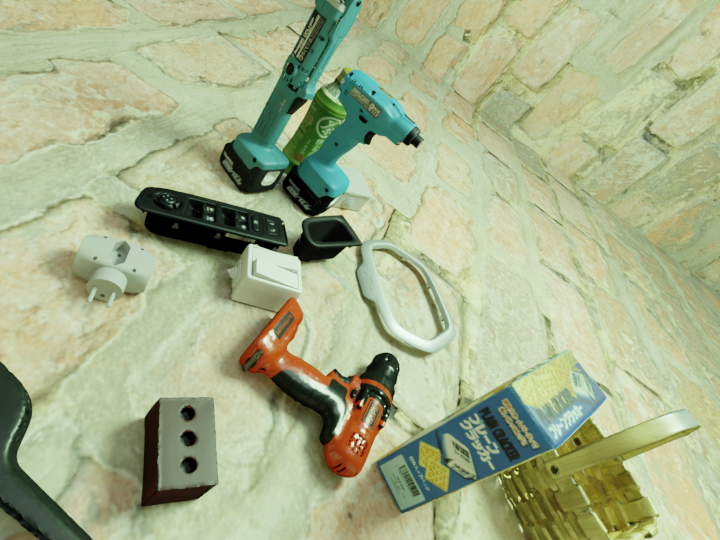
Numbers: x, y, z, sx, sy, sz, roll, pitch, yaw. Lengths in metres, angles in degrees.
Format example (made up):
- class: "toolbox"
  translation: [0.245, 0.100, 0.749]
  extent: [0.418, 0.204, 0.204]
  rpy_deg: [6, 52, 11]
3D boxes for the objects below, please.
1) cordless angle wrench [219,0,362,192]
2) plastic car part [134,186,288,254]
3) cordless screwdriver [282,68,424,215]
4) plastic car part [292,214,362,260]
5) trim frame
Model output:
- class: "cordless angle wrench"
  translation: [-0.086, -0.293, 0.627]
  extent: [0.071, 0.426, 0.101]
  rpy_deg: [-17, 66, -50]
- class: "plastic car part"
  translation: [-0.204, -0.063, 0.579]
  extent: [0.194, 0.067, 0.069]
  rpy_deg: [17, 42, -28]
- class: "cordless screwdriver"
  translation: [-0.019, -0.192, 0.726]
  extent: [0.162, 0.250, 0.073]
  rpy_deg: [46, 36, 6]
- class: "plastic car part"
  translation: [-0.066, -0.043, 0.674]
  extent: [0.112, 0.071, 0.068]
  rpy_deg: [-12, 60, -48]
- class: "trim frame"
  translation: [0.078, 0.037, 0.749]
  extent: [0.176, 0.028, 0.259]
  rpy_deg: [14, 42, -30]
